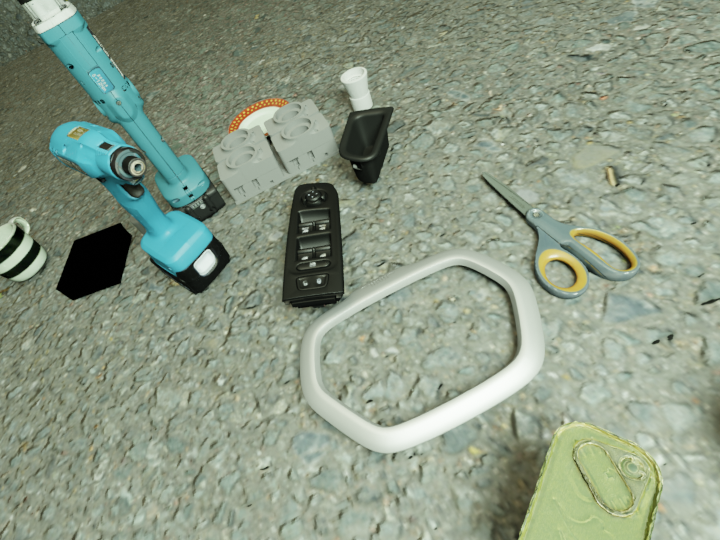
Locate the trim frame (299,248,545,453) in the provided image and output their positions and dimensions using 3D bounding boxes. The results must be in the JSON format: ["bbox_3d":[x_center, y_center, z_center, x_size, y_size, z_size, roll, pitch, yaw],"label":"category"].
[{"bbox_3d":[0.054,0.066,0.421,0.248,0.026,0.194,-30,48,-2],"label":"trim frame"}]

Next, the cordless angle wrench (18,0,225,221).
[{"bbox_3d":[-0.319,-0.226,0.555,0.074,0.402,0.103,-35,50,-9],"label":"cordless angle wrench"}]

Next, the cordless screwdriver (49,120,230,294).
[{"bbox_3d":[-0.243,-0.065,0.507,0.168,0.236,0.074,23,64,33],"label":"cordless screwdriver"}]

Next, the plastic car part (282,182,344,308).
[{"bbox_3d":[-0.051,-0.033,0.517,0.067,0.064,0.210,-14,50,10],"label":"plastic car part"}]

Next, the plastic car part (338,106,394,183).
[{"bbox_3d":[0.011,-0.167,0.594,0.068,0.067,0.118,-1,54,21],"label":"plastic car part"}]
